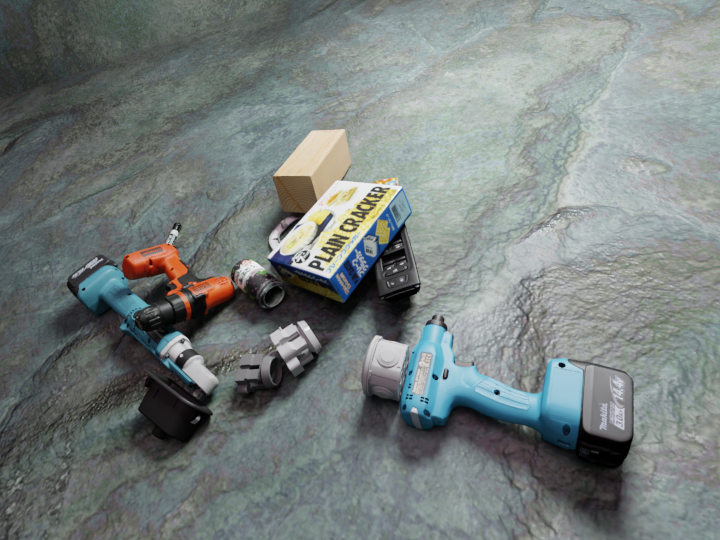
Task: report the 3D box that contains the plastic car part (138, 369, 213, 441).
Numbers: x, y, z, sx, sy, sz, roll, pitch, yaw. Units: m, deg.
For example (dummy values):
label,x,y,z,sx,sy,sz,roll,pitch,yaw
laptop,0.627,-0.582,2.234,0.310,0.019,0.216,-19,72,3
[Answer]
label,x,y,z,sx,sy,sz,roll,pitch,yaw
plastic car part,-0.284,0.209,0.627,0.123,0.063,0.071,24,73,31

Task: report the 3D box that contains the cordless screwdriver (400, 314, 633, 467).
label,x,y,z,sx,sy,sz,roll,pitch,yaw
cordless screwdriver,0.184,0.136,0.529,0.259,0.071,0.160,3,49,25

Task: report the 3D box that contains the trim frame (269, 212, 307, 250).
label,x,y,z,sx,sy,sz,roll,pitch,yaw
trim frame,-0.080,-0.053,0.822,0.182,0.026,0.263,-34,48,-13

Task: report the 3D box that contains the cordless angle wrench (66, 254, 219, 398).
label,x,y,z,sx,sy,sz,roll,pitch,yaw
cordless angle wrench,-0.389,0.095,0.759,0.446,0.071,0.097,26,59,33

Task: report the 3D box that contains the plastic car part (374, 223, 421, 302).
label,x,y,z,sx,sy,sz,roll,pitch,yaw
plastic car part,0.063,-0.020,0.713,0.067,0.063,0.210,-28,39,18
